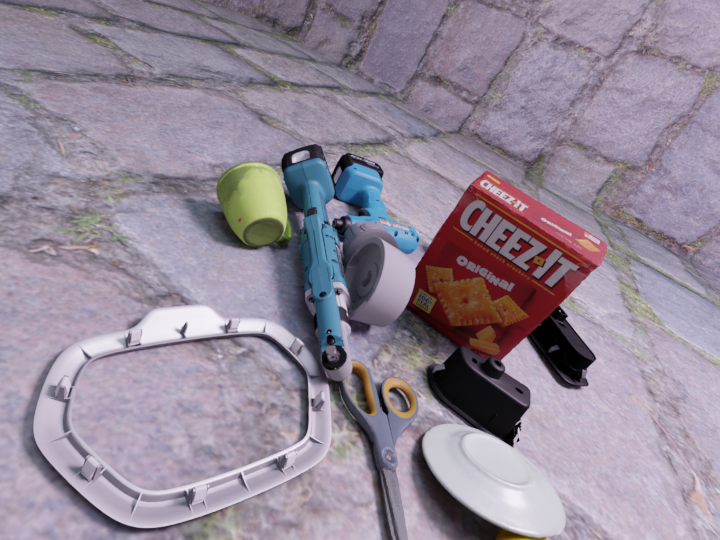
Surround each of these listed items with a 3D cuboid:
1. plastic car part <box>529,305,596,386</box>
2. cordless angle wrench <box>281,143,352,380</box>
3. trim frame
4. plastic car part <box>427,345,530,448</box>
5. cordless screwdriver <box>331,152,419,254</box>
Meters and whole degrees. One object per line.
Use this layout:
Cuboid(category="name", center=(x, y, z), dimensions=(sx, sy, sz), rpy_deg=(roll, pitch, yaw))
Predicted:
Cuboid(category="plastic car part", center=(0.315, 0.099, 0.690), dimensions=(0.064, 0.067, 0.210), rpy_deg=(24, 30, -22))
Cuboid(category="cordless angle wrench", center=(-0.057, -0.037, 0.579), dimensions=(0.075, 0.093, 0.440), rpy_deg=(-17, 42, 3))
Cuboid(category="trim frame", center=(-0.128, 0.101, 0.359), dimensions=(0.237, 0.027, 0.194), rpy_deg=(-3, 40, -40))
Cuboid(category="plastic car part", center=(0.142, 0.133, 0.480), dimensions=(0.119, 0.071, 0.065), rpy_deg=(37, 29, 11))
Cuboid(category="cordless screwdriver", center=(-0.003, -0.131, 0.790), dimensions=(0.153, 0.074, 0.260), rpy_deg=(11, 37, -27))
